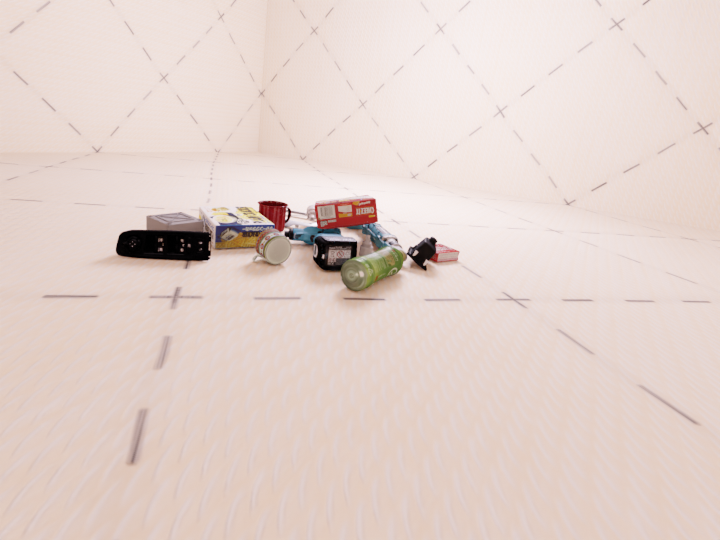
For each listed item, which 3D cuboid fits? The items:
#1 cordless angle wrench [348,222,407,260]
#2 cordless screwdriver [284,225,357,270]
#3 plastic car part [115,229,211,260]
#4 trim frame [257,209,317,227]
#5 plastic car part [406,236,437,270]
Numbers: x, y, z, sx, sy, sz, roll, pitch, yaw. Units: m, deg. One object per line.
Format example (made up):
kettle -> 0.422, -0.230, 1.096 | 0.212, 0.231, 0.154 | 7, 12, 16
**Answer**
cordless angle wrench -> 0.044, -0.114, 1.271 | 0.095, 0.073, 0.442 | 0, 22, -19
cordless screwdriver -> -0.106, -0.069, 1.087 | 0.156, 0.073, 0.258 | 1, 16, -15
plastic car part -> -0.446, -0.061, 0.966 | 0.198, 0.066, 0.069 | 1, 9, -17
trim frame -> -0.234, -0.175, 1.417 | 0.255, 0.027, 0.182 | 13, 19, 13
plastic car part -> 0.170, -0.057, 1.111 | 0.066, 0.071, 0.116 | 43, 22, -2
